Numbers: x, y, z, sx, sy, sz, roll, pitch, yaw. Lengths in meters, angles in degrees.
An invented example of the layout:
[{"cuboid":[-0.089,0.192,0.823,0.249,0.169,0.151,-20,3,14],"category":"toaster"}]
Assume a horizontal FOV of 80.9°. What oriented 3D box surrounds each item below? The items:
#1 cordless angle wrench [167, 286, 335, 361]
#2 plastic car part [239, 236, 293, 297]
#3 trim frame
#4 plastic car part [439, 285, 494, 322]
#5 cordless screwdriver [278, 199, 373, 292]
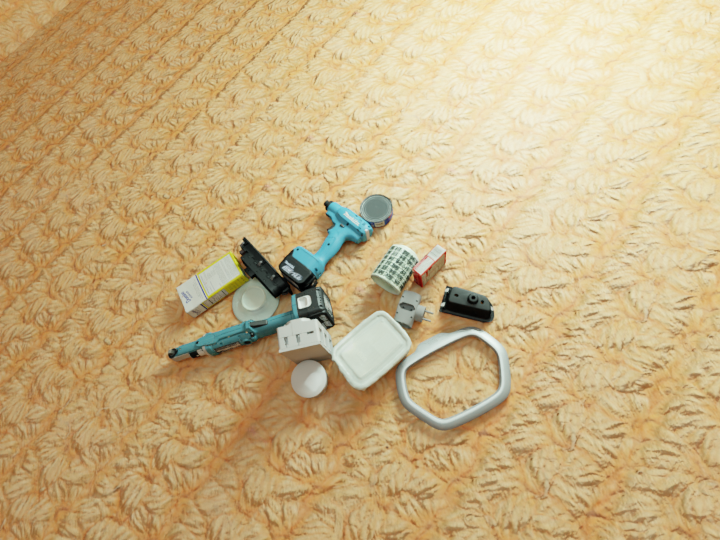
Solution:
[{"cuboid":[-0.274,0.150,1.023,0.428,0.093,0.077,-19,53,10],"category":"cordless angle wrench"},{"cuboid":[-0.253,0.000,1.087,0.212,0.064,0.066,39,62,24],"category":"plastic car part"},{"cuboid":[0.196,0.223,0.901,0.249,0.026,0.192,-30,63,1],"category":"trim frame"},{"cuboid":[0.240,0.069,0.938,0.121,0.068,0.066,14,71,22],"category":"plastic car part"},{"cuboid":[-0.107,-0.070,1.089,0.247,0.071,0.167,-44,63,-13],"category":"cordless screwdriver"}]
